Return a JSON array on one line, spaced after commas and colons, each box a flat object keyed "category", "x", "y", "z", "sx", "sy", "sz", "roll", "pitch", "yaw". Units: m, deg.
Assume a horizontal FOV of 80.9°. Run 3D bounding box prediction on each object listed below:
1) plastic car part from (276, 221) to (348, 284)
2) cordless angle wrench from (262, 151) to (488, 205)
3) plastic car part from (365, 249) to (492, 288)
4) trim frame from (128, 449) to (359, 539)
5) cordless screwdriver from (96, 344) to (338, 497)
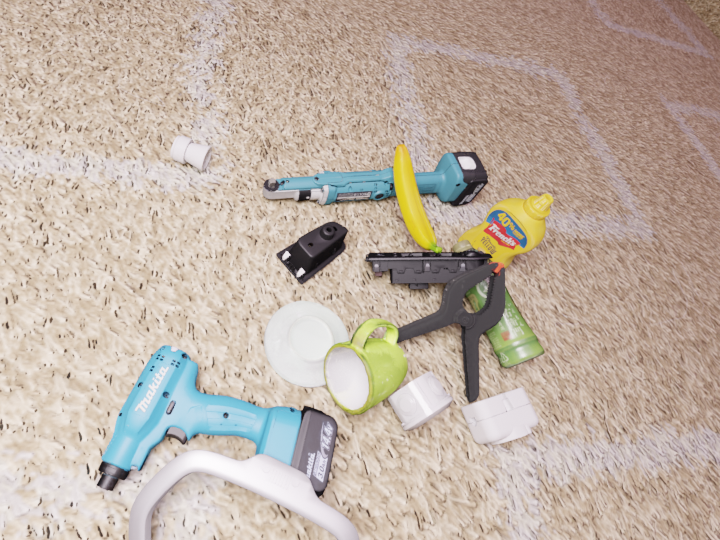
[{"category": "plastic car part", "x": -0.066, "y": -0.043, "z": 0.677, "sx": 0.114, "sy": 0.071, "sz": 0.067, "roll": -37, "pitch": 80, "yaw": -30}, {"category": "cordless angle wrench", "x": 0.029, "y": -0.159, "z": 0.777, "sx": 0.412, "sy": 0.097, "sz": 0.077, "roll": -7, "pitch": 64, "yaw": -18}, {"category": "plastic car part", "x": 0.112, "y": -0.004, "z": 0.687, "sx": 0.205, "sy": 0.065, "sz": 0.067, "roll": -4, "pitch": 89, "yaw": 6}, {"category": "trim frame", "x": -0.119, "y": 0.289, "z": 0.435, "sx": 0.248, "sy": 0.027, "sz": 0.184, "roll": 26, "pitch": 85, "yaw": 0}, {"category": "cordless screwdriver", "x": -0.160, "y": 0.204, "z": 0.492, "sx": 0.248, "sy": 0.074, "sz": 0.161, "roll": 21, "pitch": 57, "yaw": -1}]
